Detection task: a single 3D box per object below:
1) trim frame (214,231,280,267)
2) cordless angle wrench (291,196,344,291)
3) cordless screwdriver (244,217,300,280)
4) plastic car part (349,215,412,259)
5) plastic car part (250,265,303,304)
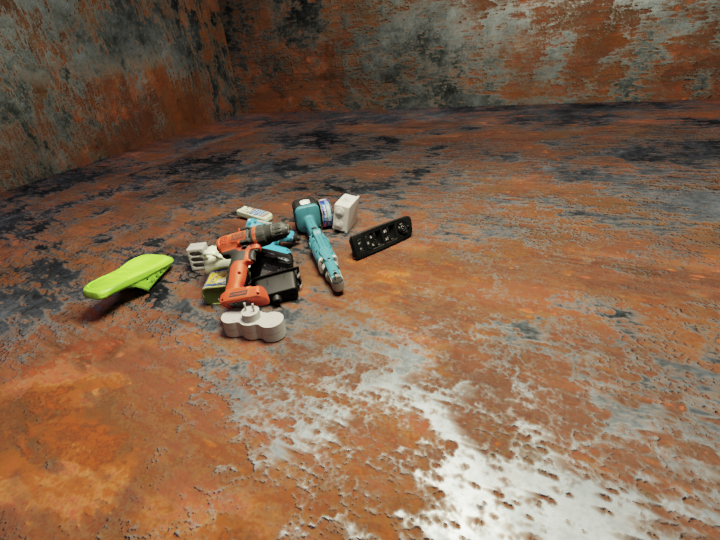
[{"bbox_3d":[-0.326,-0.064,1.216,0.181,0.027,0.261,-18,29,-14],"label":"trim frame"},{"bbox_3d":[-0.110,-0.072,1.122,0.073,0.095,0.443,-13,34,-11],"label":"cordless angle wrench"},{"bbox_3d":[-0.217,-0.053,1.101,0.154,0.074,0.260,11,27,-22],"label":"cordless screwdriver"},{"bbox_3d":[0.052,-0.091,1.135,0.198,0.066,0.069,-23,6,-21],"label":"plastic car part"},{"bbox_3d":[-0.187,0.045,0.965,0.115,0.063,0.074,-16,44,-7],"label":"plastic car part"}]
